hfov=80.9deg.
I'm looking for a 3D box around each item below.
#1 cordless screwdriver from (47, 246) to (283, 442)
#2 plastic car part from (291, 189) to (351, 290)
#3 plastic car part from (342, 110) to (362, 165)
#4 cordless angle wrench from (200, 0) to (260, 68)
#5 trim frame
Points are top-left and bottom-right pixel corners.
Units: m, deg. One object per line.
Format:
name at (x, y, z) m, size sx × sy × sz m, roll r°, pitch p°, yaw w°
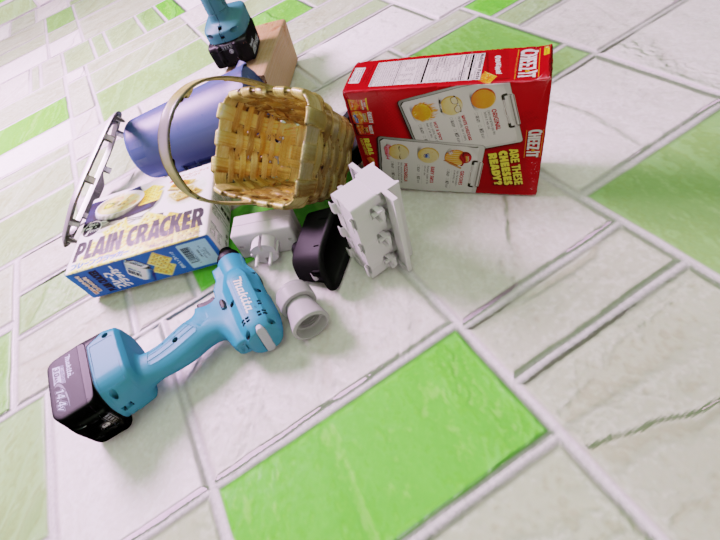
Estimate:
cordless screwdriver at (-0.226, 0.073, 0.498) m, size 0.247 × 0.071 × 0.168 m, roll -29°, pitch 50°, yaw -9°
plastic car part at (-0.052, -0.034, 0.531) m, size 0.074 × 0.062 × 0.117 m, roll -1°, pitch 56°, yaw 36°
plastic car part at (0.014, -0.227, 0.643) m, size 0.069 × 0.064 × 0.202 m, roll 34°, pitch 74°, yaw 24°
cordless angle wrench at (-0.270, -0.517, 0.627) m, size 0.076 × 0.403 × 0.101 m, roll -9°, pitch 51°, yaw 11°
trim frame at (-0.434, -0.153, 0.695) m, size 0.189 × 0.026 × 0.252 m, roll -22°, pitch 54°, yaw 53°
